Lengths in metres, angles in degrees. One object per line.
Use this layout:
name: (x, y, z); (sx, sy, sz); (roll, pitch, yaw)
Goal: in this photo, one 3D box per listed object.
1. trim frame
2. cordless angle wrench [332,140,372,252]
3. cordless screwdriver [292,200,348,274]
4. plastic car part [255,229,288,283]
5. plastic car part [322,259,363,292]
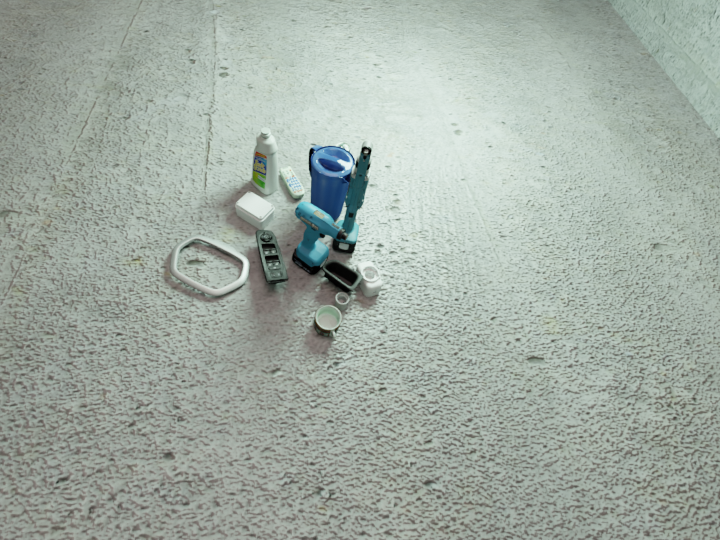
trim frame: (-0.453, -0.019, 1.269); (0.253, 0.027, 0.185); (23, 57, 9)
cordless angle wrench: (-0.017, -0.203, 1.205); (0.074, 0.415, 0.100); (13, 56, -3)
cordless screwdriver: (-0.119, -0.078, 1.213); (0.164, 0.244, 0.074); (34, 58, 13)
plastic car part: (-0.272, -0.038, 1.277); (0.065, 0.066, 0.211); (-11, 58, -16)
plastic car part: (-0.060, 0.022, 1.257); (0.120, 0.069, 0.065); (31, 58, 13)
